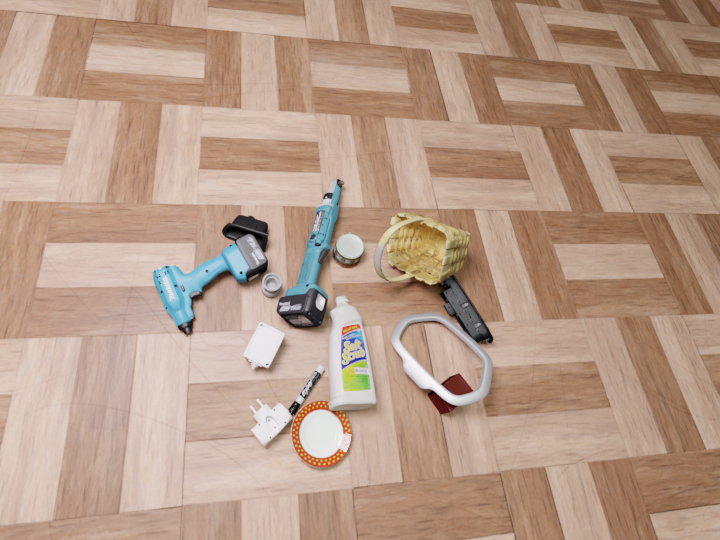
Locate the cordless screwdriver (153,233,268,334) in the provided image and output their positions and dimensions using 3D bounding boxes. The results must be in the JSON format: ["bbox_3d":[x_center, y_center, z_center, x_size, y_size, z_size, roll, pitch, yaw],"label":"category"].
[{"bbox_3d":[-0.329,0.026,0.966,0.245,0.074,0.162,-25,82,-14],"label":"cordless screwdriver"}]

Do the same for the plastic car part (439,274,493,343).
[{"bbox_3d":[0.254,0.098,1.050,0.066,0.065,0.209,-30,73,-14],"label":"plastic car part"}]

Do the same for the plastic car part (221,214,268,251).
[{"bbox_3d":[-0.278,-0.106,1.056,0.117,0.065,0.071,21,47,2],"label":"plastic car part"}]

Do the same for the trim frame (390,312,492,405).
[{"bbox_3d":[0.185,0.195,0.972,0.180,0.027,0.261,-30,57,-26],"label":"trim frame"}]

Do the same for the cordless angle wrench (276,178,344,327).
[{"bbox_3d":[-0.103,-0.067,1.051,0.102,0.070,0.430,-10,52,30],"label":"cordless angle wrench"}]
